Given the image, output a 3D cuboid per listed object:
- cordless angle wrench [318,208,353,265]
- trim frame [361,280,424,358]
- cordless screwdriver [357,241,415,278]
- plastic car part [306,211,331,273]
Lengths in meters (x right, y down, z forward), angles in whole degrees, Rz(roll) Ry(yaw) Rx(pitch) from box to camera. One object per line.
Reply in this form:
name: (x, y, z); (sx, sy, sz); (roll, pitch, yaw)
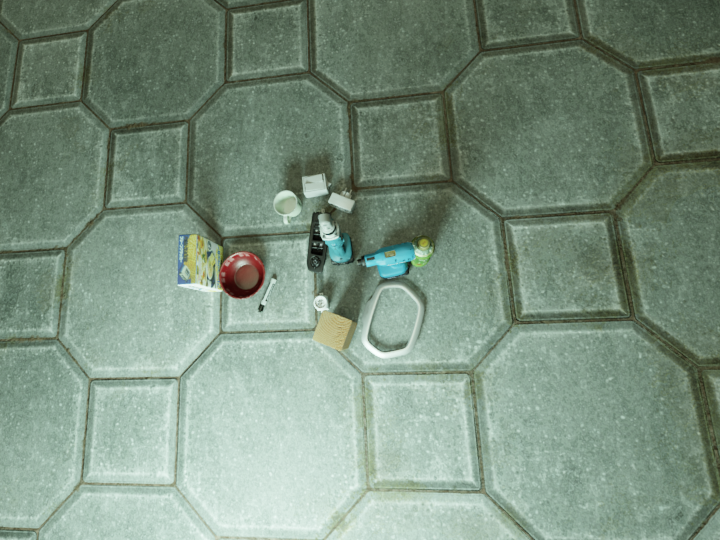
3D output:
cordless angle wrench: (-0.075, -0.092, 1.213); (0.075, 0.414, 0.099); (-8, 81, 3)
trim frame: (0.098, 0.154, 1.334); (0.188, 0.027, 0.249); (15, 81, 12)
cordless screwdriver: (0.075, -0.024, 1.263); (0.160, 0.243, 0.075); (-12, 81, 3)
plastic car part: (-0.137, -0.090, 1.402); (0.067, 0.065, 0.205); (6, 80, 7)
